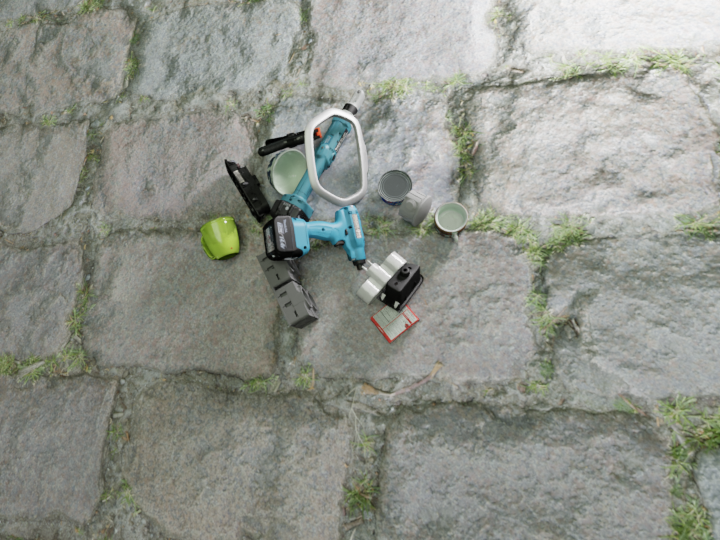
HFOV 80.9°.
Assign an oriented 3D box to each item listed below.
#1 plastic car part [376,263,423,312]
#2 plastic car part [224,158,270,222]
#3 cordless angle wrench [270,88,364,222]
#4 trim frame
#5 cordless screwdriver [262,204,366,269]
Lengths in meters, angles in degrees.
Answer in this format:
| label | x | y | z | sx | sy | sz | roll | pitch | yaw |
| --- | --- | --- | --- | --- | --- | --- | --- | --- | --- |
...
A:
| label | x | y | z | sx | sy | sz | roll | pitch | yaw |
| --- | --- | --- | --- | --- | --- | --- | --- | --- | --- |
| plastic car part | 0.096 | 0.025 | 0.963 | 0.069 | 0.068 | 0.115 | 31 | 64 | 26 |
| plastic car part | -0.300 | -0.217 | 1.144 | 0.065 | 0.066 | 0.210 | -22 | 69 | -22 |
| cordless angle wrench | -0.093 | -0.299 | 1.101 | 0.077 | 0.094 | 0.423 | 24 | 79 | 17 |
| trim frame | -0.055 | -0.282 | 1.059 | 0.178 | 0.028 | 0.248 | -9 | 90 | -28 |
| cordless screwdriver | -0.097 | -0.063 | 0.992 | 0.240 | 0.076 | 0.161 | -10 | 83 | -31 |
